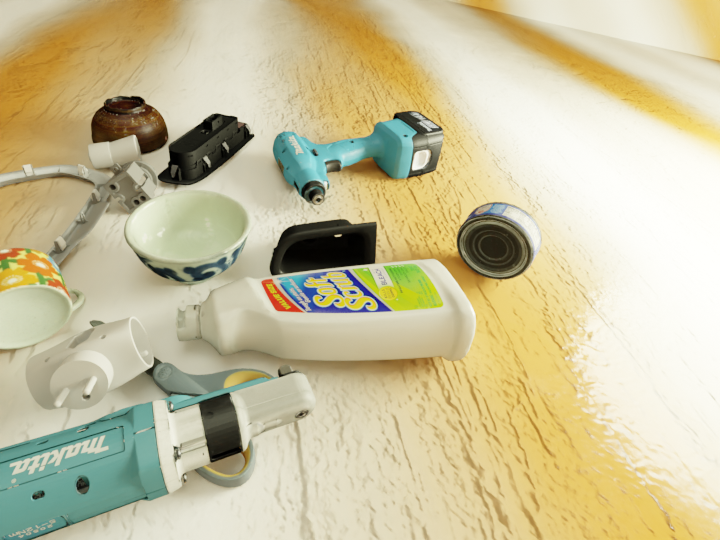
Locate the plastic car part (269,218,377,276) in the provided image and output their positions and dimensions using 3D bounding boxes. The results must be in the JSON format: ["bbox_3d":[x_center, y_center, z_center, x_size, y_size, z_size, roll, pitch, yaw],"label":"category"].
[{"bbox_3d":[-0.047,-0.031,0.479,0.115,0.064,0.074,-5,27,-9],"label":"plastic car part"}]

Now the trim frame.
[{"bbox_3d":[-0.392,-0.064,0.489,0.183,0.027,0.257,3,39,-6],"label":"trim frame"}]

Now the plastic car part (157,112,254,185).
[{"bbox_3d":[-0.227,-0.191,0.635,0.067,0.066,0.205,19,44,1],"label":"plastic car part"}]

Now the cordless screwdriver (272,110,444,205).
[{"bbox_3d":[0.006,-0.164,0.625,0.243,0.072,0.167,-13,45,-16],"label":"cordless screwdriver"}]

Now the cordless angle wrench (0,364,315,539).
[{"bbox_3d":[-0.223,0.135,0.242,0.411,0.072,0.103,-13,45,-21],"label":"cordless angle wrench"}]
